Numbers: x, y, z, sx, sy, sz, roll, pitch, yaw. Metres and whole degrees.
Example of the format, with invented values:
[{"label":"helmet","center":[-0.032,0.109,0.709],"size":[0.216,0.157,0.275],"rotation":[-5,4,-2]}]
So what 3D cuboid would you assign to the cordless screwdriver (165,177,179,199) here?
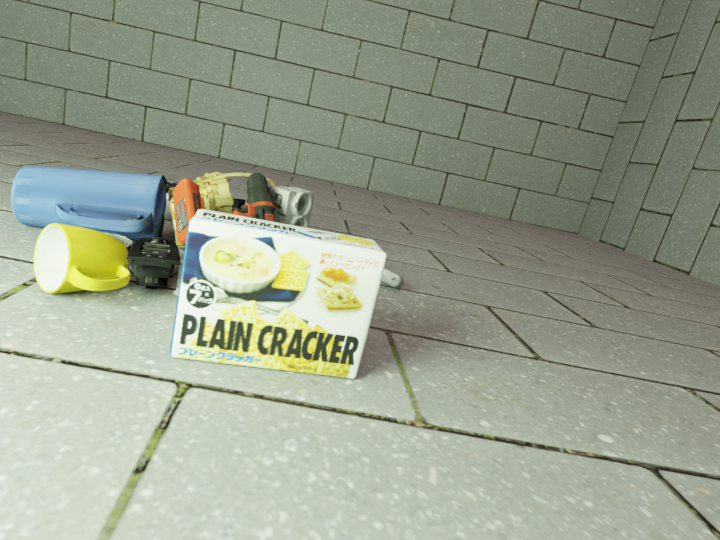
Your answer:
[{"label":"cordless screwdriver","center":[-0.556,-0.178,1.013],"size":[0.238,0.073,0.169],"rotation":[-8,26,-41]}]

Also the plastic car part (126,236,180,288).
[{"label":"plastic car part","center":[-0.307,-0.013,0.635],"size":[0.064,0.066,0.212],"rotation":[-2,16,-24]}]

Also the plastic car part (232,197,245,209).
[{"label":"plastic car part","center":[-0.361,-0.150,1.099],"size":[0.113,0.065,0.074],"rotation":[4,31,-17]}]

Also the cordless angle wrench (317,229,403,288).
[{"label":"cordless angle wrench","center":[-0.093,-0.061,0.948],"size":[0.445,0.074,0.093],"rotation":[26,-4,29]}]
